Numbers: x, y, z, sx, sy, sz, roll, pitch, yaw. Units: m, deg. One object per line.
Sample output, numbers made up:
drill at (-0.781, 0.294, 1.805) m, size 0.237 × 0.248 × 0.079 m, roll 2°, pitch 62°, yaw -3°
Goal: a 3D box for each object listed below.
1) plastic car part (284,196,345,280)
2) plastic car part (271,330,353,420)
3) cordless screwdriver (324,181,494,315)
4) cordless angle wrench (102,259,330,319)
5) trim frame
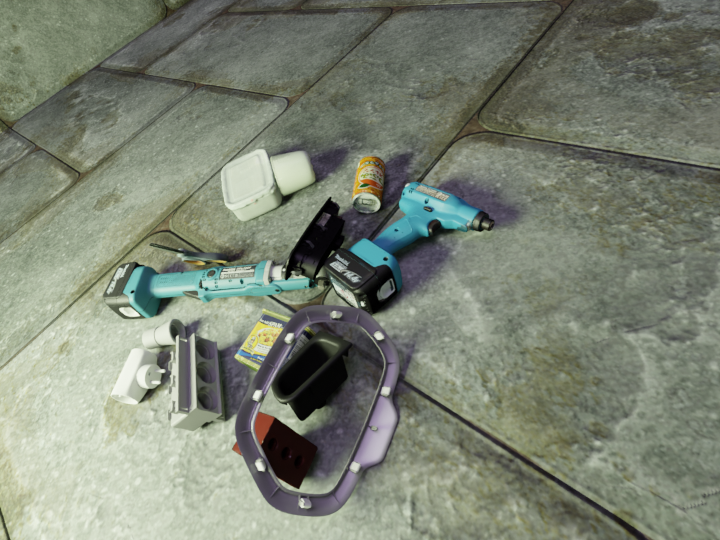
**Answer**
plastic car part at (-0.068, -0.045, 0.698) m, size 0.068 × 0.066 × 0.202 m, roll 28°, pitch 38°, yaw 3°
plastic car part at (-0.061, 0.147, 0.560) m, size 0.069 × 0.068 × 0.115 m, roll 9°, pitch 43°, yaw 45°
cordless screwdriver at (0.075, -0.036, 0.653) m, size 0.168 × 0.071 × 0.246 m, roll 30°, pitch 65°, yaw 38°
cordless angle wrench at (-0.254, 0.023, 0.751) m, size 0.434 × 0.071 × 0.100 m, roll -5°, pitch 51°, yaw 17°
trim frame at (-0.039, 0.155, 0.505) m, size 0.028 × 0.180 × 0.249 m, roll -37°, pitch 21°, yaw 58°
